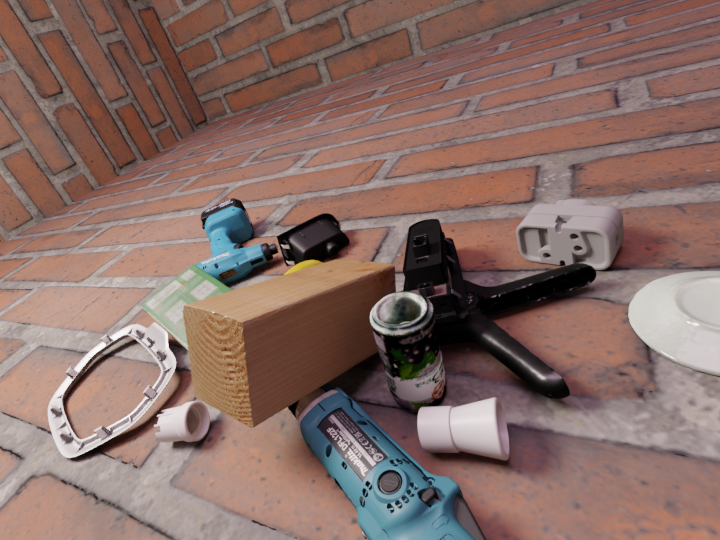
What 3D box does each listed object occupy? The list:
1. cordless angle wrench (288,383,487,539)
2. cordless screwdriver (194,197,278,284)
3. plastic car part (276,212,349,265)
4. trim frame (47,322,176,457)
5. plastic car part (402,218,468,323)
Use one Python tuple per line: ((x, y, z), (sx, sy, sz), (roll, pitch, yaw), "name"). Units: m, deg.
((0.031, 0.162, 0.292), (0.096, 0.071, 0.446), (-34, 30, -21), "cordless angle wrench")
((-0.243, -0.063, 0.828), (0.159, 0.071, 0.259), (-22, 34, 0), "cordless screwdriver")
((-0.068, -0.045, 0.700), (0.115, 0.063, 0.075), (-29, 44, -18), "plastic car part")
((-0.348, 0.149, 0.589), (0.262, 0.026, 0.182), (14, 51, 48), "trim frame")
((0.076, -0.011, 0.488), (0.068, 0.065, 0.203), (-21, 17, 19), "plastic car part")
